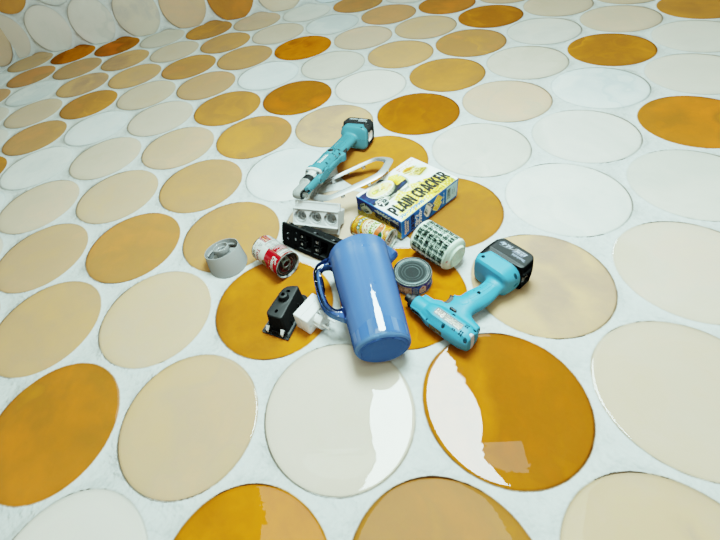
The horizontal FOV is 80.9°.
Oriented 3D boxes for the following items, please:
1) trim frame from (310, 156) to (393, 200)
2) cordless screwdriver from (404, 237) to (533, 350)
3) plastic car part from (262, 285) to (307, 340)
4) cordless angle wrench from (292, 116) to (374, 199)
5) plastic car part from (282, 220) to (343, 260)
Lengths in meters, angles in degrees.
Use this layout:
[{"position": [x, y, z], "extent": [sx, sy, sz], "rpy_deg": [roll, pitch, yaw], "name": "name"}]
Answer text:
[{"position": [-0.026, -0.250, 1.160], "extent": [0.250, 0.026, 0.191], "rpy_deg": [-26, 30, 6], "name": "trim frame"}, {"position": [0.221, 0.033, 0.861], "extent": [0.246, 0.071, 0.168], "rpy_deg": [-41, 53, -19], "name": "cordless screwdriver"}, {"position": [-0.162, 0.078, 0.904], "extent": [0.068, 0.068, 0.117], "rpy_deg": [13, 55, 19], "name": "plastic car part"}, {"position": [-0.081, -0.320, 1.207], "extent": [0.102, 0.071, 0.422], "rpy_deg": [13, 45, 21], "name": "cordless angle wrench"}, {"position": [-0.101, -0.066, 1.033], "extent": [0.214, 0.065, 0.065], "rpy_deg": [25, 31, 31], "name": "plastic car part"}]
